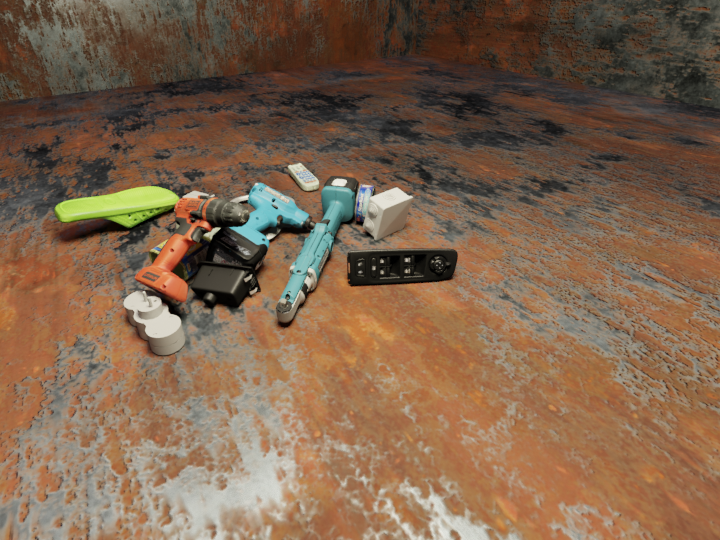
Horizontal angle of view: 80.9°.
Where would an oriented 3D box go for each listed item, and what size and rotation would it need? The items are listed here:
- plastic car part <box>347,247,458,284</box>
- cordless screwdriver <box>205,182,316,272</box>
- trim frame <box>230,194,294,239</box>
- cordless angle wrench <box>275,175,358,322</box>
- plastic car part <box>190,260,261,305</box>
[{"bbox_3d":[0.076,-0.012,0.789,0.204,0.066,0.067,-2,8,2],"label":"plastic car part"},{"bbox_3d":[-0.192,-0.075,0.857,0.158,0.074,0.251,28,40,-4],"label":"cordless screwdriver"},{"bbox_3d":[-0.247,-0.128,0.996,0.187,0.027,0.252,3,33,7],"label":"trim frame"},{"bbox_3d":[-0.082,-0.053,0.836,0.076,0.095,0.427,7,39,10],"label":"cordless angle wrench"},{"bbox_3d":[-0.246,0.030,0.743,0.120,0.063,0.072,5,48,15],"label":"plastic car part"}]
